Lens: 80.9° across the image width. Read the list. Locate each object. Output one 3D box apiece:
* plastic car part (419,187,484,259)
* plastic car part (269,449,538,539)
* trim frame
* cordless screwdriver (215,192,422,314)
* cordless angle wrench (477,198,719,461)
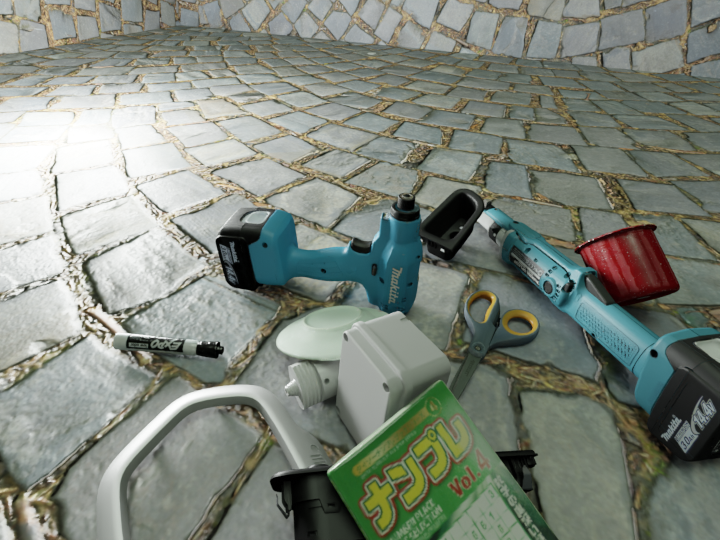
[{"bbox_3d":[0.139,-0.060,0.633,0.069,0.068,0.115,30,60,31],"label":"plastic car part"},{"bbox_3d":[0.033,0.171,0.311,0.199,0.065,0.069,6,56,-11],"label":"plastic car part"},{"bbox_3d":[-0.099,0.190,0.325,0.179,0.027,0.263,-20,40,-25],"label":"trim frame"},{"bbox_3d":[-0.051,-0.033,0.520,0.255,0.154,0.075,10,36,13],"label":"cordless screwdriver"},{"bbox_3d":[0.260,0.018,0.529,0.073,0.095,0.442,-6,33,-14],"label":"cordless angle wrench"}]
